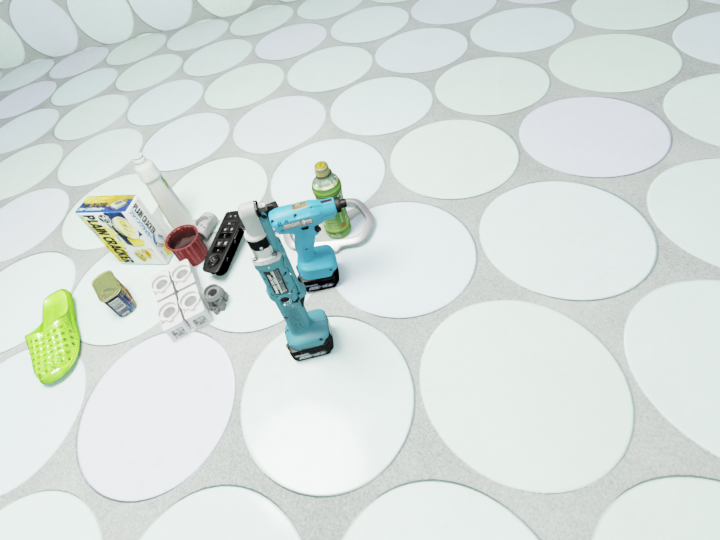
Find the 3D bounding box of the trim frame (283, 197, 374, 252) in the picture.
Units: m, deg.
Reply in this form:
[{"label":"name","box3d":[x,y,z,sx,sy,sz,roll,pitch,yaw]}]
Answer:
[{"label":"trim frame","box3d":[-0.088,-0.120,1.116,0.253,0.026,0.189,-4,51,12]}]

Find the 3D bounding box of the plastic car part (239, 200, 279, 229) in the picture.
[{"label":"plastic car part","box3d":[-0.265,-0.127,1.143,0.116,0.068,0.069,-25,51,-6]}]

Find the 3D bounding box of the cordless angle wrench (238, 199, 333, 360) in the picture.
[{"label":"cordless angle wrench","box3d":[-0.135,0.032,0.760,0.098,0.404,0.077,-13,50,1]}]

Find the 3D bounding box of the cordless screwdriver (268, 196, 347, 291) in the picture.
[{"label":"cordless screwdriver","box3d":[-0.091,-0.059,0.930,0.160,0.238,0.077,-13,50,2]}]

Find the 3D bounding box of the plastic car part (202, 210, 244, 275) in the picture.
[{"label":"plastic car part","box3d":[-0.357,-0.067,1.123,0.068,0.064,0.206,3,53,16]}]
